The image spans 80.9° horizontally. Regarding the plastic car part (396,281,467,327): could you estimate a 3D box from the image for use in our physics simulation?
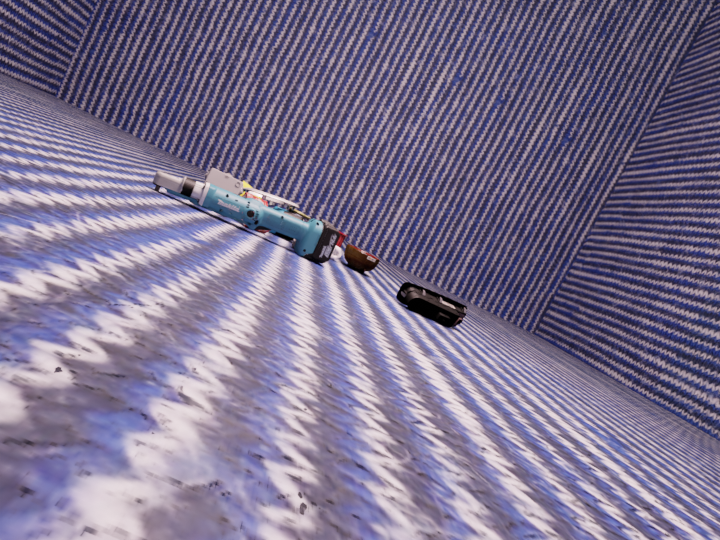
[{"bbox_3d":[0.176,0.093,1.033,0.196,0.066,0.069,26,30,-18],"label":"plastic car part"}]

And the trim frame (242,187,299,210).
[{"bbox_3d":[-0.276,-0.211,1.235,0.177,0.027,0.259,18,4,-24],"label":"trim frame"}]

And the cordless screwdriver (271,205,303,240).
[{"bbox_3d":[-0.283,-0.158,1.163,0.243,0.074,0.163,21,6,-13],"label":"cordless screwdriver"}]

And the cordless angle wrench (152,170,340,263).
[{"bbox_3d":[-0.250,-0.130,0.951,0.407,0.098,0.077,21,10,-22],"label":"cordless angle wrench"}]
